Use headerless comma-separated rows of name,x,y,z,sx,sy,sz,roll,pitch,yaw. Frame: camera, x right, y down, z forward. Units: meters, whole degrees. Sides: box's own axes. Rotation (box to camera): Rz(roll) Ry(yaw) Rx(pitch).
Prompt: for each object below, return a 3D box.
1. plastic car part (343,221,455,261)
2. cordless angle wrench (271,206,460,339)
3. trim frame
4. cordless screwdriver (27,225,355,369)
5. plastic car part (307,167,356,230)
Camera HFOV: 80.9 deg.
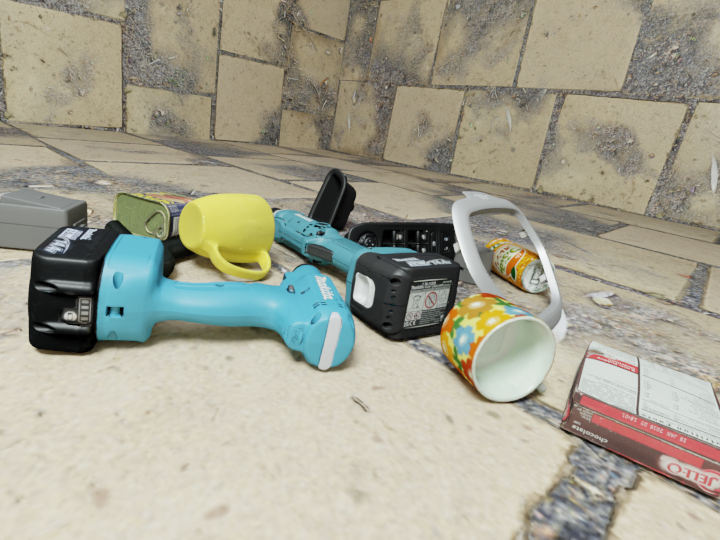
plastic car part,0.055,-0.044,0.654,0.195,0.066,0.070,-3,11,-31
cordless angle wrench,-0.057,-0.037,0.578,0.094,0.073,0.447,-3,19,-34
trim frame,0.175,-0.015,0.496,0.028,0.187,0.238,-31,-12,40
cordless screwdriver,-0.137,0.015,0.379,0.243,0.073,0.165,8,17,-14
plastic car part,-0.042,-0.121,0.784,0.070,0.116,0.067,25,-1,41
